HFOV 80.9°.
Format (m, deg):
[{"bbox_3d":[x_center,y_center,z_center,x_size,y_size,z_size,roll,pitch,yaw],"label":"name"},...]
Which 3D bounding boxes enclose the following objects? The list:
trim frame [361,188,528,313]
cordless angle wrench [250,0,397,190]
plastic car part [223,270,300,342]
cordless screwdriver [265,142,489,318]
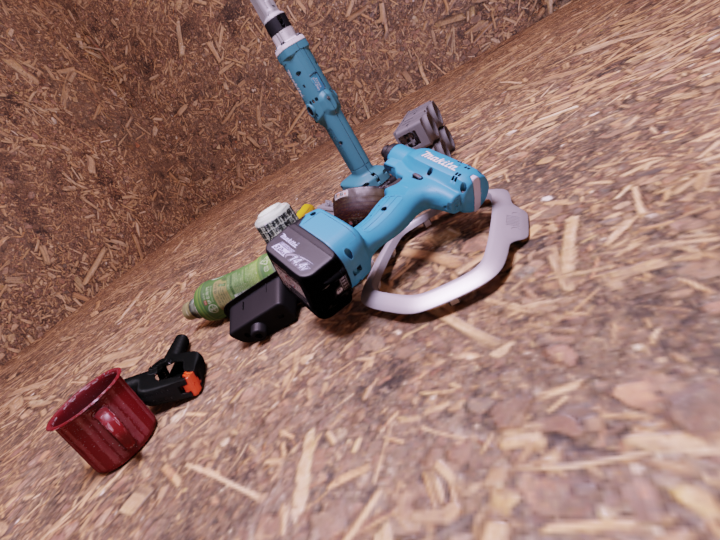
[{"bbox_3d":[0.093,-0.028,0.483,0.190,0.027,0.248,-20,22,31],"label":"trim frame"},{"bbox_3d":[-0.065,-0.285,0.728,0.073,0.411,0.102,-36,17,-16],"label":"cordless angle wrench"},{"bbox_3d":[-0.129,0.059,0.568,0.117,0.063,0.074,-32,33,11],"label":"plastic car part"},{"bbox_3d":[0.005,-0.067,0.499,0.246,0.071,0.168,-36,46,-14],"label":"cordless screwdriver"}]
